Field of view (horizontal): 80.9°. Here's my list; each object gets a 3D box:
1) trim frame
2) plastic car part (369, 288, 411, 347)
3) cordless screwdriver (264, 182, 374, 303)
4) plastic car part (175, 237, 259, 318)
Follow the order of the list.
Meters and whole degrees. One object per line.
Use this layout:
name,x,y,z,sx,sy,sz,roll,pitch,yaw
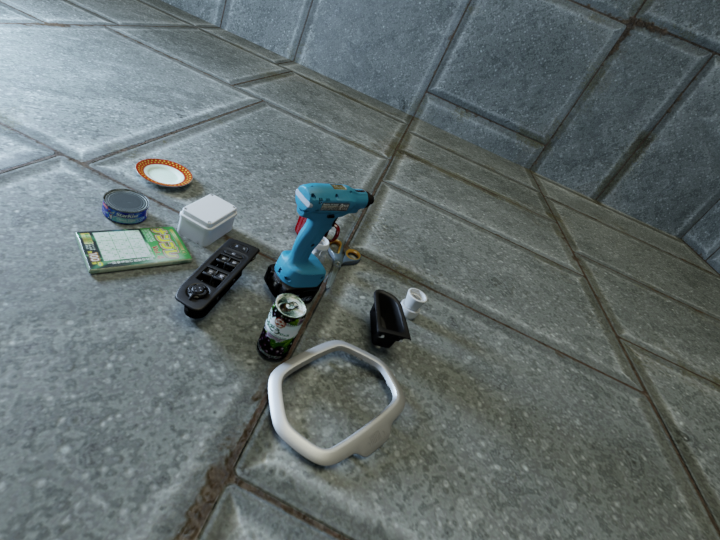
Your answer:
trim frame,-0.034,0.196,0.658,0.193,0.027,0.239,41,35,26
plastic car part,0.044,0.101,0.811,0.064,0.070,0.120,16,32,-16
cordless screwdriver,-0.077,-0.050,0.789,0.152,0.247,0.078,-5,43,-41
plastic car part,-0.255,0.016,0.745,0.067,0.066,0.203,26,31,0
